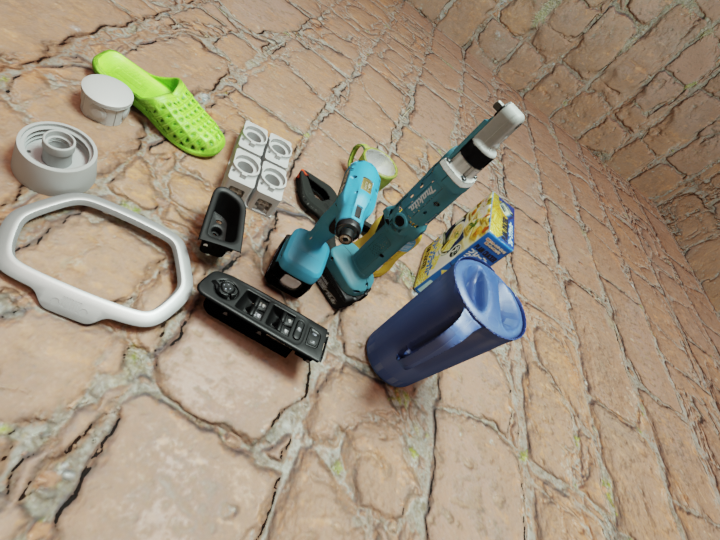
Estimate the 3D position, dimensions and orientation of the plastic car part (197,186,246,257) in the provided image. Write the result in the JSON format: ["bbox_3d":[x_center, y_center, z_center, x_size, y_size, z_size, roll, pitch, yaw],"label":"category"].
[{"bbox_3d":[-0.225,-0.068,0.676,0.063,0.071,0.120,20,45,-26],"label":"plastic car part"}]

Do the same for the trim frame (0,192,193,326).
[{"bbox_3d":[-0.346,-0.017,0.570,0.241,0.028,0.188,26,43,-17],"label":"trim frame"}]

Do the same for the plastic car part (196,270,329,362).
[{"bbox_3d":[-0.147,0.071,0.618,0.199,0.067,0.067,34,41,-9],"label":"plastic car part"}]

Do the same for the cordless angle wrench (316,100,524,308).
[{"bbox_3d":[0.071,-0.080,0.643,0.072,0.427,0.100,-18,71,-47],"label":"cordless angle wrench"}]

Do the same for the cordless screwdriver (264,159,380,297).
[{"bbox_3d":[-0.063,-0.041,0.640,0.072,0.251,0.162,32,42,-17],"label":"cordless screwdriver"}]
